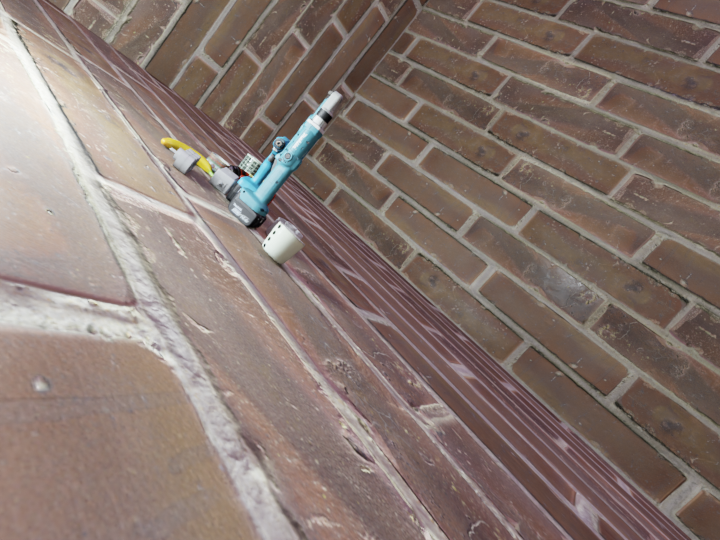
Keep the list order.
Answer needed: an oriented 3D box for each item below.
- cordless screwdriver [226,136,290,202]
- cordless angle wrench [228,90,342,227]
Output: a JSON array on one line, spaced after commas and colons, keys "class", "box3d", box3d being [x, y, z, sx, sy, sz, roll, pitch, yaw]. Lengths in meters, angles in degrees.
[{"class": "cordless screwdriver", "box3d": [-0.288, -0.283, 1.223, 0.073, 0.249, 0.161, 39, 8, -9]}, {"class": "cordless angle wrench", "box3d": [-0.188, -0.299, 1.129, 0.100, 0.423, 0.073, 42, 8, 9]}]
